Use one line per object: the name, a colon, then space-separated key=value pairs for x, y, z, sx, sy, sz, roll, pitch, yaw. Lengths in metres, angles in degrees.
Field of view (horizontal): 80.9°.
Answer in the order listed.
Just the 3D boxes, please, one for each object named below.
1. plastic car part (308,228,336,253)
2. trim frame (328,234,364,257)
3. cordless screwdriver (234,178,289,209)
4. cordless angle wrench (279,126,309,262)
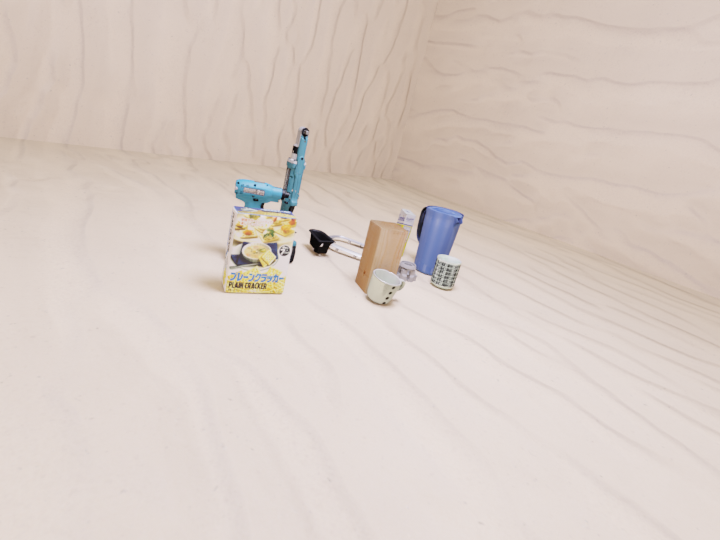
plastic car part: x=-0.147 y=-0.096 z=1.500 sx=0.063 sy=0.070 sz=0.123 roll=2 pitch=22 yaw=-31
trim frame: x=-0.023 y=-0.086 z=1.613 sx=0.258 sy=0.027 sz=0.180 roll=20 pitch=21 yaw=19
cordless screwdriver: x=-0.311 y=-0.143 z=1.268 sx=0.155 sy=0.246 sz=0.077 roll=9 pitch=19 yaw=-15
cordless angle wrench: x=-0.217 y=-0.231 z=1.310 sx=0.071 sy=0.418 sz=0.104 roll=0 pitch=23 yaw=-38
